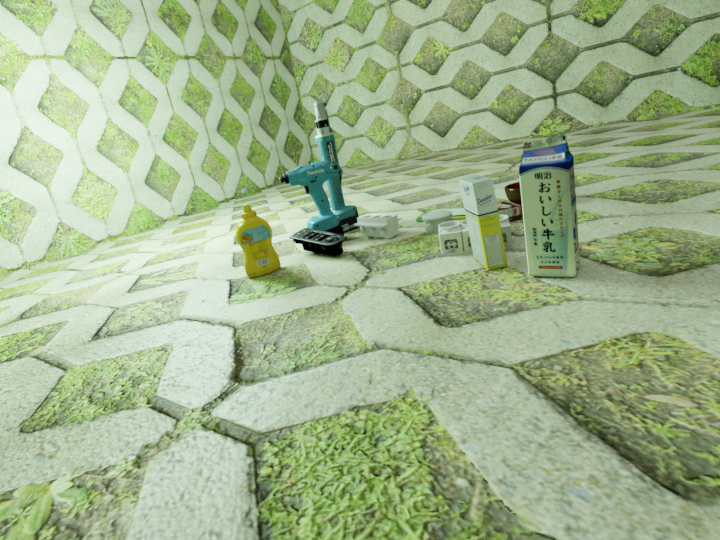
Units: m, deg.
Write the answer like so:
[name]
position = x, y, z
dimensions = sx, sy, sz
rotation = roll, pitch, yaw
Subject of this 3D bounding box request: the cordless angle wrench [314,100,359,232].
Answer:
[cordless angle wrench]
position = -0.093, -0.334, 1.377
dimensions = 0.095, 0.414, 0.078
rotation = -20, 17, -30

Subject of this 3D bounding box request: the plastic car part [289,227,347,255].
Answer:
[plastic car part]
position = -0.116, -0.076, 1.191
dimensions = 0.064, 0.065, 0.214
rotation = -25, 22, -36

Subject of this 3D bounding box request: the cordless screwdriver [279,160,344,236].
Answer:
[cordless screwdriver]
position = -0.145, -0.196, 1.279
dimensions = 0.156, 0.244, 0.077
rotation = -17, 16, -17
